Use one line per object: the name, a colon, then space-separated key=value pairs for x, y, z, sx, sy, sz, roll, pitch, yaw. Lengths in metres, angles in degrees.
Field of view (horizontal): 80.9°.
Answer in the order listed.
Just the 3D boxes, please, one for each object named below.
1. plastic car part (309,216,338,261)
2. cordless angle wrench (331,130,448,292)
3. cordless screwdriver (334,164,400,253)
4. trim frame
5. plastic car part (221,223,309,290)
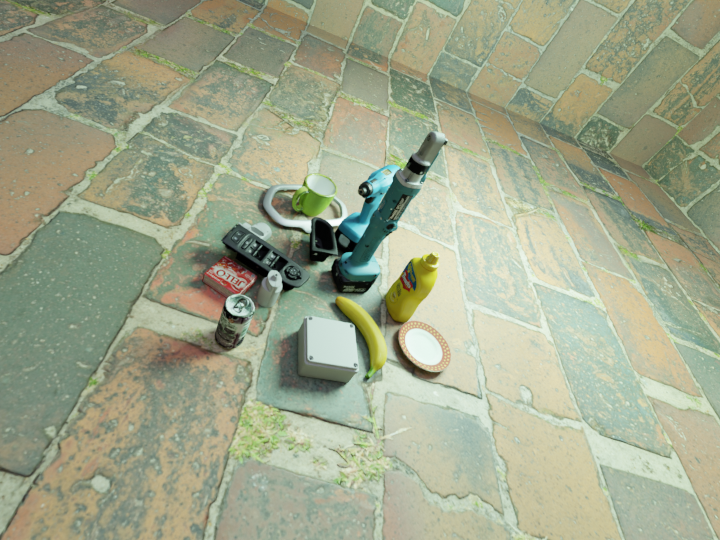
plastic car part: x=-0.101 y=-0.066 z=1.036 sx=0.064 sy=0.070 sz=0.121 roll=10 pitch=43 yaw=-20
cordless angle wrench: x=0.054 y=-0.109 z=0.892 sx=0.094 sy=0.421 sz=0.078 roll=5 pitch=47 yaw=-28
cordless screwdriver: x=0.004 y=-0.138 z=1.029 sx=0.076 sy=0.247 sz=0.156 roll=41 pitch=42 yaw=11
trim frame: x=-0.149 y=-0.174 z=1.158 sx=0.238 sy=0.027 sz=0.193 roll=-4 pitch=49 yaw=-31
plastic car part: x=-0.210 y=-0.016 z=0.931 sx=0.205 sy=0.066 sz=0.066 roll=30 pitch=40 yaw=4
